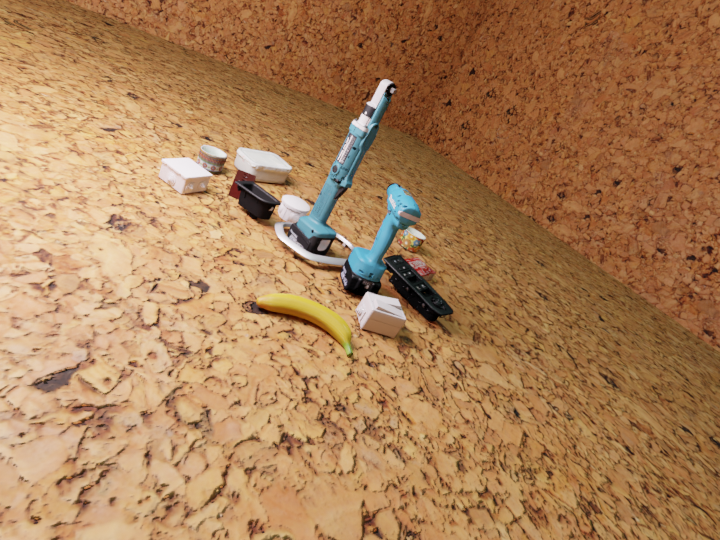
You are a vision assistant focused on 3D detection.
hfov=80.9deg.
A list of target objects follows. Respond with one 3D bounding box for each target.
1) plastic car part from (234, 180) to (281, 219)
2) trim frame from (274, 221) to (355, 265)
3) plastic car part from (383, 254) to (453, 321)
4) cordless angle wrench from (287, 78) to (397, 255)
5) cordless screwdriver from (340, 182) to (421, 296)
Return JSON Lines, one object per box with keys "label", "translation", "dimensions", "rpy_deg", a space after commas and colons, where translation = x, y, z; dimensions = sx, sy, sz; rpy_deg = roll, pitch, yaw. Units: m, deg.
{"label": "plastic car part", "translation": [-0.257, -0.164, 1.037], "dimensions": [0.121, 0.070, 0.063], "rpy_deg": [39, 27, 22]}
{"label": "trim frame", "translation": [-0.103, -0.067, 1.055], "dimensions": [0.236, 0.027, 0.194], "rpy_deg": [4, 34, -39]}
{"label": "plastic car part", "translation": [0.129, 0.048, 1.019], "dimensions": [0.063, 0.067, 0.213], "rpy_deg": [-4, 40, -49]}
{"label": "cordless angle wrench", "translation": [-0.038, -0.221, 0.947], "dimensions": [0.071, 0.421, 0.103], "rpy_deg": [0, 38, -47]}
{"label": "cordless screwdriver", "translation": [0.040, -0.071, 0.944], "dimensions": [0.072, 0.248, 0.165], "rpy_deg": [20, 27, -20]}
